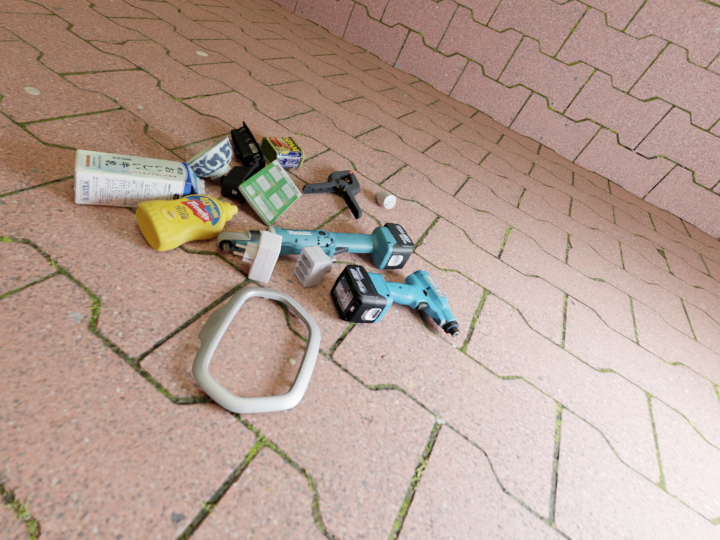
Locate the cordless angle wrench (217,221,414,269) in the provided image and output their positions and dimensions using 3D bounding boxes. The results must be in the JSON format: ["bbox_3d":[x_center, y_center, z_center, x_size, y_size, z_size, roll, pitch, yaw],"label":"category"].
[{"bbox_3d":[-0.087,-0.057,0.886,0.407,0.073,0.103,1,43,-26],"label":"cordless angle wrench"}]

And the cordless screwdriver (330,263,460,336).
[{"bbox_3d":[0.075,0.065,0.823,0.237,0.074,0.167,3,41,-34],"label":"cordless screwdriver"}]

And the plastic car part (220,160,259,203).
[{"bbox_3d":[-0.283,-0.205,0.972,0.072,0.064,0.118,13,39,6],"label":"plastic car part"}]

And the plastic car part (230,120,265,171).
[{"bbox_3d":[-0.298,-0.317,1.103,0.066,0.064,0.213,-17,50,-12],"label":"plastic car part"}]

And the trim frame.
[{"bbox_3d":[-0.157,0.115,0.663,0.183,0.027,0.252,23,38,-5],"label":"trim frame"}]
